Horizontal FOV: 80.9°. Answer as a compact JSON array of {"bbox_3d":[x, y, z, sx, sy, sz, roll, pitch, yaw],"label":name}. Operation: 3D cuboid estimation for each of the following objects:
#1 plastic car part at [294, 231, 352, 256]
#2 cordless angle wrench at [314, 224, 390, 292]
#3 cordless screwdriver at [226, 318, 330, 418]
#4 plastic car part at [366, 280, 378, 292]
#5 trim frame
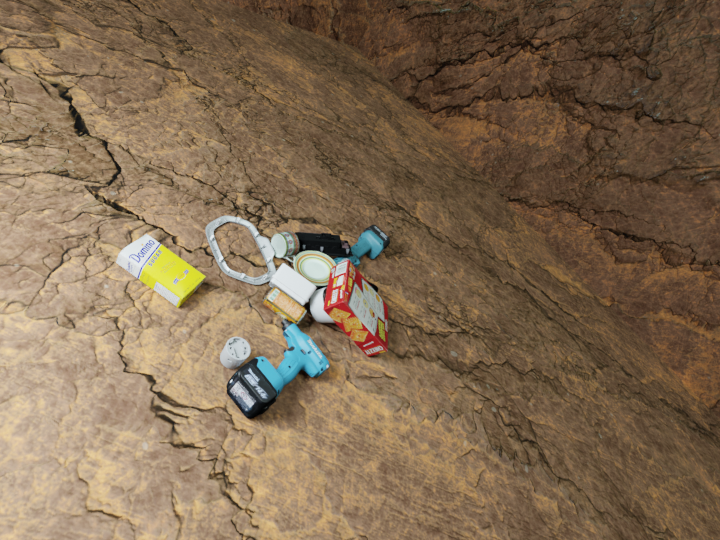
[{"bbox_3d":[-0.125,-0.082,1.280,0.201,0.065,0.069,1,45,-7],"label":"plastic car part"},{"bbox_3d":[-0.040,-0.033,1.337,0.100,0.074,0.414,42,38,7],"label":"cordless angle wrench"},{"bbox_3d":[-0.189,0.204,0.944,0.164,0.075,0.240,48,33,14],"label":"cordless screwdriver"},{"bbox_3d":[0.001,0.070,1.269,0.113,0.067,0.072,28,52,-19],"label":"plastic car part"},{"bbox_3d":[-0.326,-0.063,1.168,0.175,0.027,0.260,-3,49,-43],"label":"trim frame"}]
